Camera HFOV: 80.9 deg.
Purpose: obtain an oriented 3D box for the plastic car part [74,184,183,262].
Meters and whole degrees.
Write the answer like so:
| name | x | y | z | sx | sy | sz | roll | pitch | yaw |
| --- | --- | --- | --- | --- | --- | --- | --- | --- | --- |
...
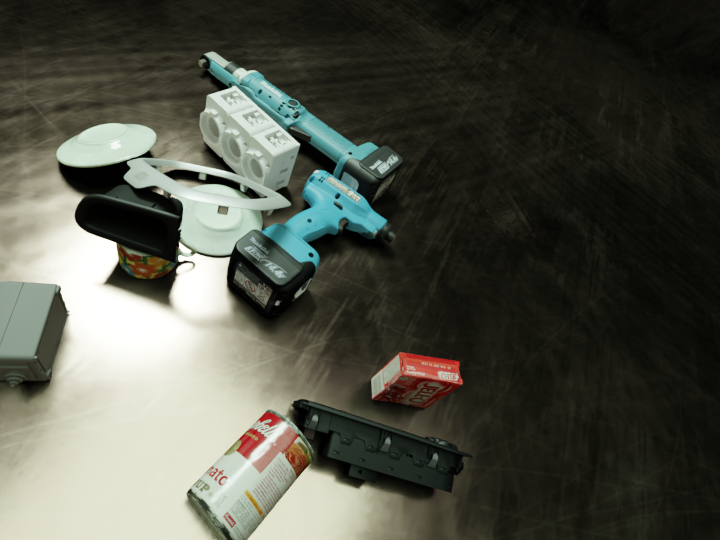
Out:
| name | x | y | z | sx | sy | sz | roll | pitch | yaw |
| --- | --- | --- | --- | --- | --- | --- | --- | --- | --- |
| plastic car part | -0.253 | -0.067 | 0.485 | 0.116 | 0.065 | 0.072 | 19 | 36 | -1 |

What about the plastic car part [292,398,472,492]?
| name | x | y | z | sx | sy | sz | roll | pitch | yaw |
| --- | --- | --- | --- | --- | --- | --- | --- | --- | --- |
| plastic car part | 0.024 | 0.191 | 0.452 | 0.200 | 0.066 | 0.068 | 16 | 61 | -8 |

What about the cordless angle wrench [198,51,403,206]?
| name | x | y | z | sx | sy | sz | roll | pitch | yaw |
| --- | --- | --- | --- | --- | --- | --- | --- | --- | --- |
| cordless angle wrench | -0.124 | -0.270 | 0.742 | 0.434 | 0.073 | 0.096 | 39 | 51 | 13 |

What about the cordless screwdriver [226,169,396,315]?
| name | x | y | z | sx | sy | sz | roll | pitch | yaw |
| --- | --- | --- | --- | --- | --- | --- | --- | --- | --- |
| cordless screwdriver | -0.058 | -0.038 | 0.588 | 0.161 | 0.074 | 0.247 | 34 | 47 | 6 |

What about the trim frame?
| name | x | y | z | sx | sy | sz | roll | pitch | yaw |
| --- | --- | --- | --- | --- | --- | --- | --- | --- | --- |
| trim frame | -0.200 | -0.110 | 0.543 | 0.175 | 0.027 | 0.263 | -1 | 23 | -44 |
